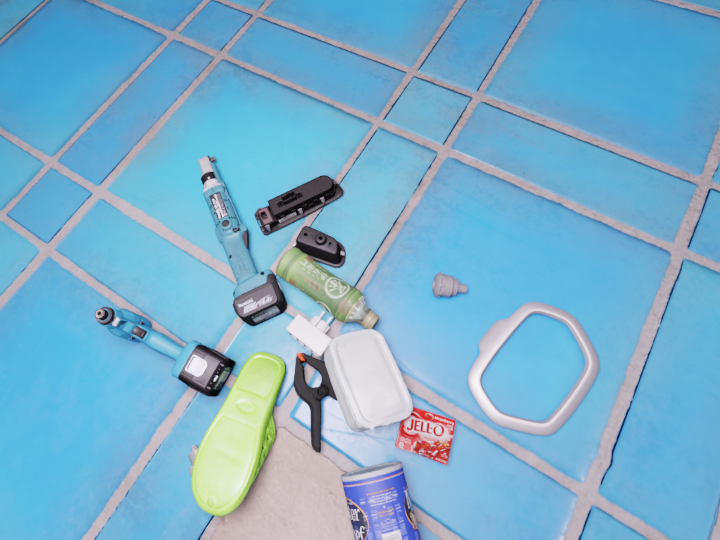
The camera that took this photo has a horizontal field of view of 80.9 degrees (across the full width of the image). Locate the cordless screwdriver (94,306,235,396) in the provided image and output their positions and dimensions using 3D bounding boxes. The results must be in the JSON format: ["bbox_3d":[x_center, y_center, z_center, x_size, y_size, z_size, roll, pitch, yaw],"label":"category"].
[{"bbox_3d":[-0.361,0.140,0.778,0.255,0.155,0.074,25,72,12],"label":"cordless screwdriver"}]

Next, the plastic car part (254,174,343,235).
[{"bbox_3d":[-0.137,-0.156,0.927,0.201,0.065,0.069,-25,62,-7],"label":"plastic car part"}]

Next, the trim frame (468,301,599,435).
[{"bbox_3d":[0.308,0.170,0.758,0.191,0.027,0.247,39,78,18],"label":"trim frame"}]

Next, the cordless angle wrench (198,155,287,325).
[{"bbox_3d":[-0.280,-0.089,0.911,0.097,0.072,0.440,-26,65,-6],"label":"cordless angle wrench"}]

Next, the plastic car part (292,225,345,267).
[{"bbox_3d":[-0.085,-0.056,0.873,0.120,0.068,0.066,21,73,16],"label":"plastic car part"}]
